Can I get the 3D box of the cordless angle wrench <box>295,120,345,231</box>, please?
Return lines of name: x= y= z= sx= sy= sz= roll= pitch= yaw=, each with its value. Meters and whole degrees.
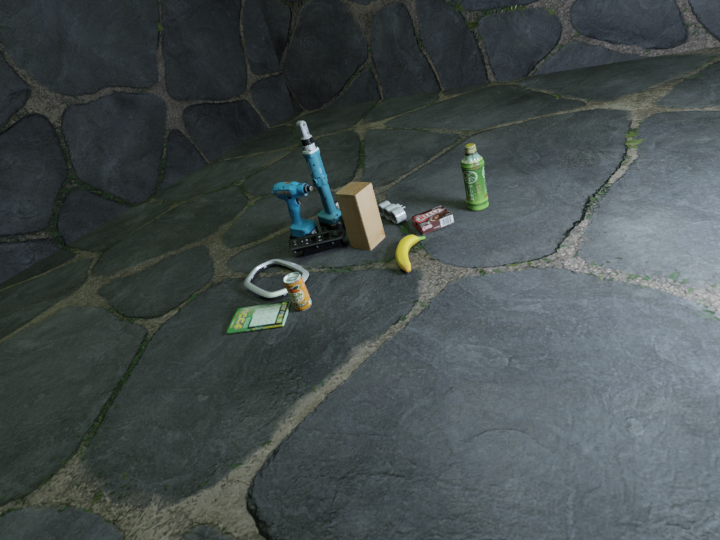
cordless angle wrench: x=-0.147 y=-0.327 z=1.503 sx=0.073 sy=0.407 sz=0.103 roll=-35 pitch=34 yaw=-30

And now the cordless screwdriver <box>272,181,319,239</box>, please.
cordless screwdriver: x=-0.208 y=-0.201 z=1.502 sx=0.167 sy=0.239 sz=0.073 roll=5 pitch=36 yaw=34

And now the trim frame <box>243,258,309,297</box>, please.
trim frame: x=-0.279 y=0.023 z=1.400 sx=0.263 sy=0.026 sz=0.181 roll=17 pitch=47 yaw=44

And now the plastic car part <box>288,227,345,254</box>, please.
plastic car part: x=-0.144 y=-0.094 z=1.471 sx=0.204 sy=0.064 sz=0.068 roll=-17 pitch=30 yaw=4
